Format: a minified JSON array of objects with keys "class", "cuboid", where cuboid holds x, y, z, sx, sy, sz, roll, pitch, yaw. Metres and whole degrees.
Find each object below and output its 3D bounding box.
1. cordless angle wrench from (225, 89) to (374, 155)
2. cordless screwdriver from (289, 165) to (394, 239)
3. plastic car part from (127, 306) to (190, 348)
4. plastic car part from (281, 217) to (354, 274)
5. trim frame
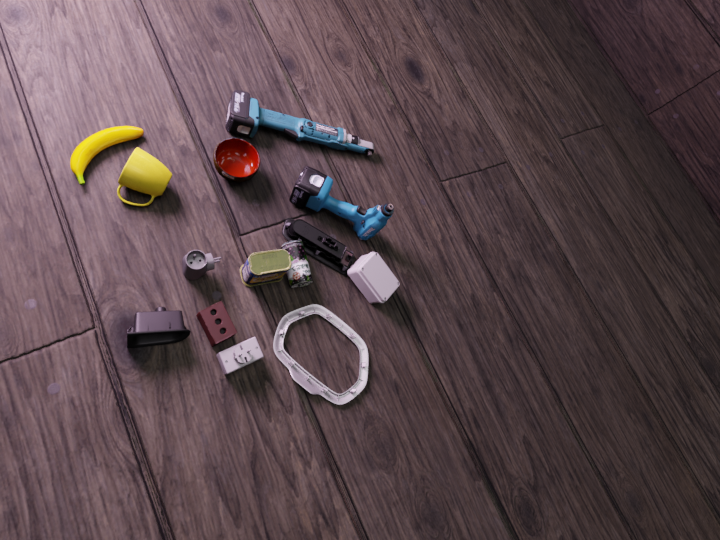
[{"class":"cordless angle wrench","cuboid":[-0.150,-0.383,1.156,0.408,0.075,0.100,8,67,-22]},{"class":"cordless screwdriver","cuboid":[-0.045,-0.173,1.057,0.245,0.161,0.075,29,62,-9]},{"class":"plastic car part","cuboid":[-0.409,0.109,0.852,0.112,0.066,0.074,-5,58,-29]},{"class":"plastic car part","cuboid":[-0.103,-0.067,1.049,0.200,0.067,0.066,29,69,-7]},{"class":"trim frame","cuboid":[-0.084,0.189,0.968,0.246,0.028,0.183,41,61,-5]}]
